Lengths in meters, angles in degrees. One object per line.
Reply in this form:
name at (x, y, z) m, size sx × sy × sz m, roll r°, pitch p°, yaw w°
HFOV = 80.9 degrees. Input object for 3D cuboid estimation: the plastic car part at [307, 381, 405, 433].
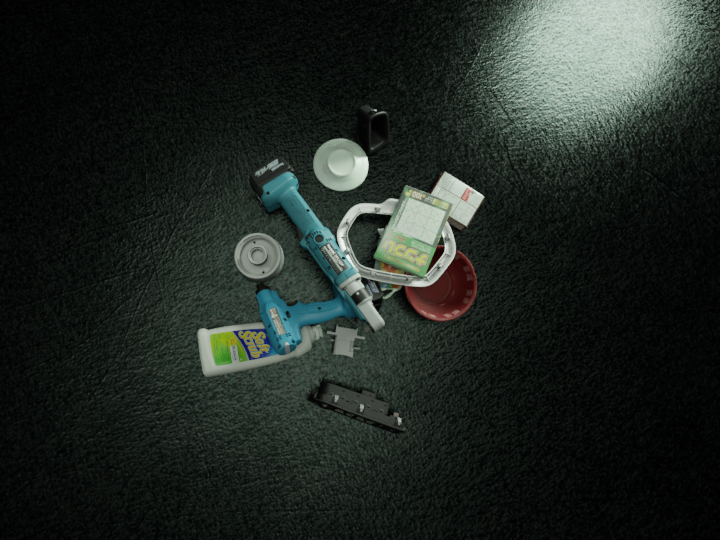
plastic car part at (-0.008, 0.279, 0.872) m, size 0.203 × 0.065 × 0.068 m, roll 15°, pitch 71°, yaw 0°

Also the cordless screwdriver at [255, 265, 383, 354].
cordless screwdriver at (-0.089, 0.058, 0.881) m, size 0.244 × 0.072 × 0.166 m, roll -21°, pitch 59°, yaw -15°

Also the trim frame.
trim frame at (0.074, -0.062, 0.884) m, size 0.252 × 0.027 × 0.186 m, roll 9°, pitch 71°, yaw 6°

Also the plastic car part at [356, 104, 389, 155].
plastic car part at (0.021, -0.332, 0.961) m, size 0.065 × 0.112 × 0.074 m, roll -36°, pitch 64°, yaw -12°

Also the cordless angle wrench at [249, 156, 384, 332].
cordless angle wrench at (-0.085, -0.055, 0.867) m, size 0.097 × 0.072 × 0.439 m, roll -34°, pitch 69°, yaw -8°
